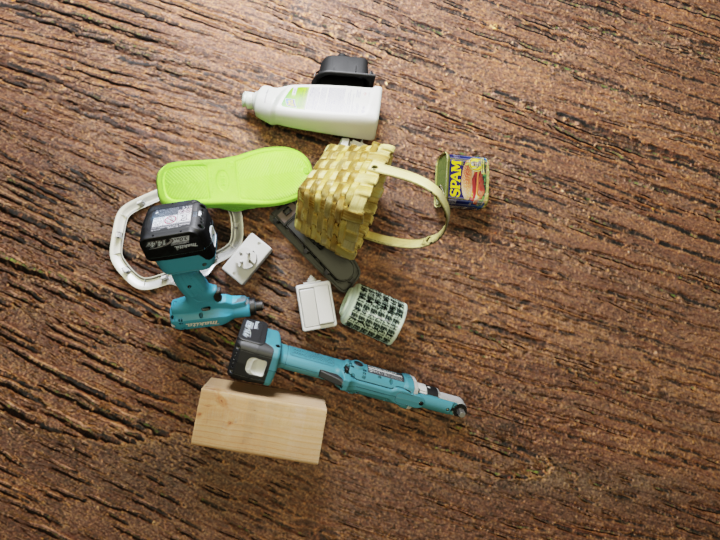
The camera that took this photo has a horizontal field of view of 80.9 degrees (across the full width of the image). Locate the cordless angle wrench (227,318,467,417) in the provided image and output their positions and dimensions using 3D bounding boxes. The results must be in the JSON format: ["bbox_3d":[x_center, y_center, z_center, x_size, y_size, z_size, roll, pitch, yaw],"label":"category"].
[{"bbox_3d":[-0.013,0.186,0.737,0.418,0.100,0.074,17,105,-7],"label":"cordless angle wrench"}]

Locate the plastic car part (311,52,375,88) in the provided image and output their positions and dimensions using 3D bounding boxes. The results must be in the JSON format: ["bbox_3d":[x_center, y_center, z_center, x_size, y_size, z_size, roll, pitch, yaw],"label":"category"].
[{"bbox_3d":[-0.031,-0.377,0.802,0.117,0.065,0.072,10,71,-1],"label":"plastic car part"}]

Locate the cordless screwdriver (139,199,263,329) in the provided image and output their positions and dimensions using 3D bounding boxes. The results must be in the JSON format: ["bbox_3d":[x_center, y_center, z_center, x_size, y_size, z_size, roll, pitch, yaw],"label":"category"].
[{"bbox_3d":[-0.246,0.004,0.678,0.158,0.241,0.077,-5,47,-7],"label":"cordless screwdriver"}]

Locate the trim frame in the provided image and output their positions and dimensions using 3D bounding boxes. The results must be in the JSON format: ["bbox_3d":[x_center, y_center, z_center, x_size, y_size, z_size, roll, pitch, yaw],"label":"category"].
[{"bbox_3d":[-0.335,-0.066,0.769,0.246,0.027,0.185,-23,88,-7],"label":"trim frame"}]

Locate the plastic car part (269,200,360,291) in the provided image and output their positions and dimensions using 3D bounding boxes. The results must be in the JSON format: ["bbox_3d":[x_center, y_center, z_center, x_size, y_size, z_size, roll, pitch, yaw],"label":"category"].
[{"bbox_3d":[-0.075,-0.049,0.767,0.066,0.068,0.202,-43,92,-14],"label":"plastic car part"}]
